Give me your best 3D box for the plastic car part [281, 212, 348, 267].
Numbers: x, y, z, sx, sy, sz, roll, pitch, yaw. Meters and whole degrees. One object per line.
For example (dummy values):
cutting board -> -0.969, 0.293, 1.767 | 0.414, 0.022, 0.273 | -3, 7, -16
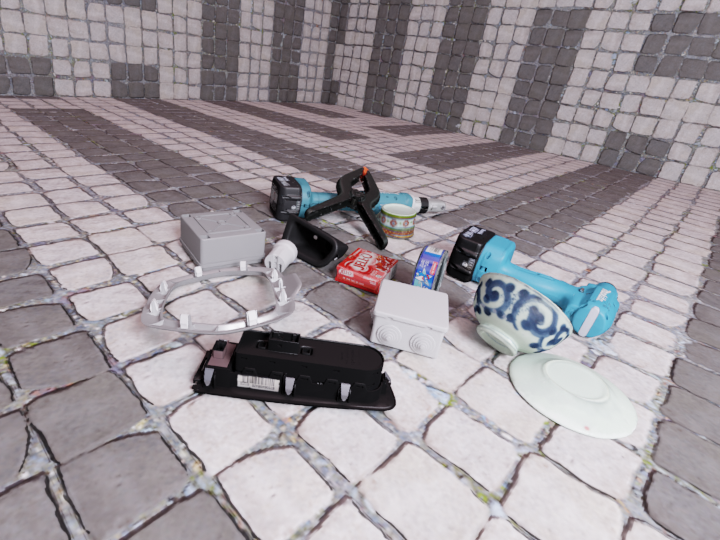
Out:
plastic car part -> -0.071, -0.046, 0.724 | 0.122, 0.065, 0.068 | 28, 17, 30

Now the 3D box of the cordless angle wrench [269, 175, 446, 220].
cordless angle wrench -> 0.012, -0.153, 0.947 | 0.409, 0.073, 0.103 | -1, 27, -21

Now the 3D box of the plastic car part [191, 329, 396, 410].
plastic car part -> -0.062, 0.096, 0.432 | 0.203, 0.066, 0.067 | 11, 18, -1

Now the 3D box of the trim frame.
trim frame -> -0.167, 0.025, 0.523 | 0.181, 0.027, 0.257 | -5, 14, -14

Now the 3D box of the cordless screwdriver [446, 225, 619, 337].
cordless screwdriver -> 0.281, 0.006, 0.691 | 0.262, 0.073, 0.154 | 29, 32, 30
